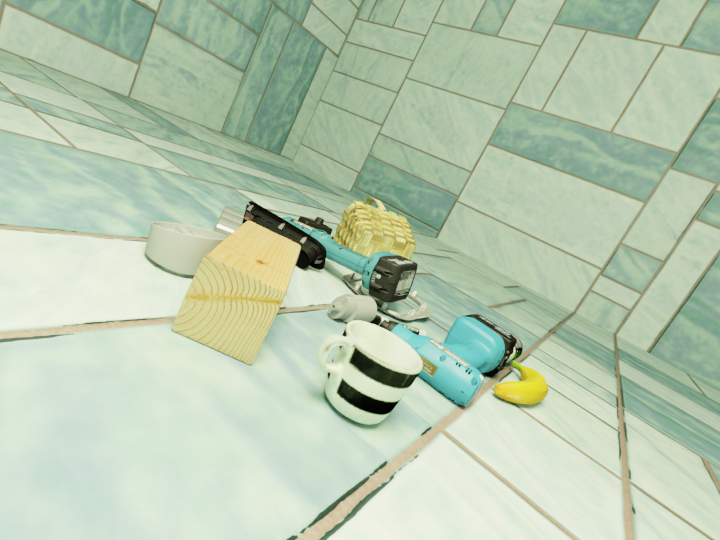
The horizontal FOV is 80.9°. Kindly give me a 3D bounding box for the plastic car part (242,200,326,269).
[{"bbox_3d":[-0.159,-0.063,0.836,0.208,0.066,0.066,28,24,13],"label":"plastic car part"}]

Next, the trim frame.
[{"bbox_3d":[0.063,0.049,0.889,0.192,0.027,0.239,32,13,21],"label":"trim frame"}]

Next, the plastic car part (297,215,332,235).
[{"bbox_3d":[-0.117,-0.097,1.025,0.110,0.070,0.070,10,21,-41],"label":"plastic car part"}]

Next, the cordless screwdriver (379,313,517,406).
[{"bbox_3d":[0.144,0.118,0.676,0.167,0.074,0.237,33,19,29],"label":"cordless screwdriver"}]

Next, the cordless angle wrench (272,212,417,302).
[{"bbox_3d":[-0.087,-0.057,0.889,0.446,0.074,0.093,26,17,34],"label":"cordless angle wrench"}]
